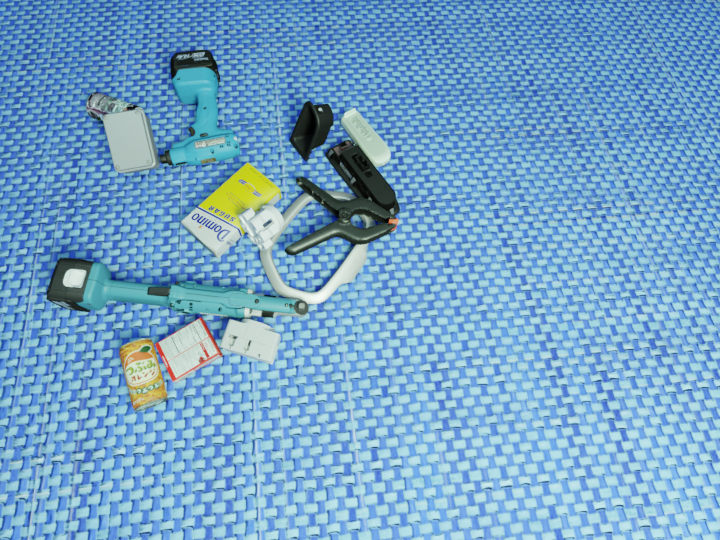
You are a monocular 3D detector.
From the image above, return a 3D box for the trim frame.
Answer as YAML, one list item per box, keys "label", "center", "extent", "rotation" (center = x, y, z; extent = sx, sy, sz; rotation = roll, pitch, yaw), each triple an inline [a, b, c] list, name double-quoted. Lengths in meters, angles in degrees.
- label: "trim frame"
  center: [-0.079, -0.052, 0.806]
  extent: [0.188, 0.027, 0.248]
  rotation: [31, 69, 11]

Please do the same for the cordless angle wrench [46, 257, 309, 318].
- label: "cordless angle wrench"
  center: [-0.300, 0.046, 0.732]
  extent: [0.420, 0.097, 0.076]
  rotation: [7, 70, -4]

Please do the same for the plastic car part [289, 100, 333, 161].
- label: "plastic car part"
  center: [-0.089, -0.292, 0.862]
  extent: [0.069, 0.117, 0.068]
  rotation: [-26, 74, -39]

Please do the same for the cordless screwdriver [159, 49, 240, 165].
- label: "cordless screwdriver"
  center: [-0.352, -0.333, 0.883]
  extent: [0.157, 0.073, 0.255]
  rotation: [-14, 74, -8]

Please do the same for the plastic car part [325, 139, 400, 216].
- label: "plastic car part"
  center: [0.012, -0.189, 0.847]
  extent: [0.065, 0.066, 0.208]
  rotation: [-28, 75, -21]
